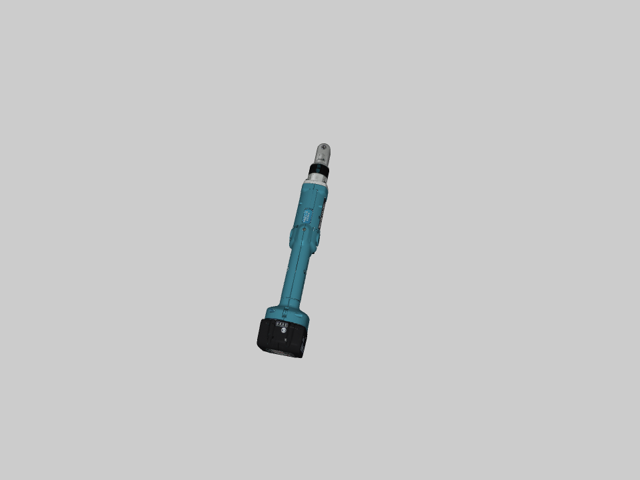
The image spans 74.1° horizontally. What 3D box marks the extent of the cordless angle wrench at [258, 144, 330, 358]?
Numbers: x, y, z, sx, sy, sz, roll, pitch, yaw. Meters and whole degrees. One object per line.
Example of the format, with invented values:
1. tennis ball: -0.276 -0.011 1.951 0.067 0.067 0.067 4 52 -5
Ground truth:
1. cordless angle wrench: -0.029 -0.002 0.792 0.074 0.421 0.098 9 -22 5
